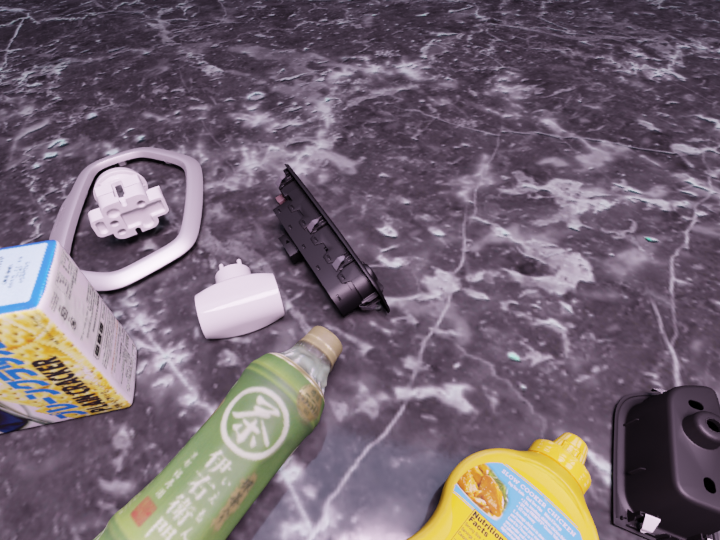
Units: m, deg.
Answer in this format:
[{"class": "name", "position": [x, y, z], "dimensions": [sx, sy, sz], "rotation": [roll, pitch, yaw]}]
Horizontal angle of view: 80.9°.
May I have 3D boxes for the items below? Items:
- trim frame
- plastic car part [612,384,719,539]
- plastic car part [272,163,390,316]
[{"class": "trim frame", "position": [-0.287, -0.076, 0.522], "dimensions": [0.182, 0.027, 0.259], "rotation": [-10, 53, -6]}, {"class": "plastic car part", "position": [0.229, 0.129, 0.301], "dimensions": [0.068, 0.069, 0.117], "rotation": [16, 56, 11]}, {"class": "plastic car part", "position": [-0.044, -0.029, 0.449], "dimensions": [0.066, 0.063, 0.214], "rotation": [-33, 56, -12]}]
